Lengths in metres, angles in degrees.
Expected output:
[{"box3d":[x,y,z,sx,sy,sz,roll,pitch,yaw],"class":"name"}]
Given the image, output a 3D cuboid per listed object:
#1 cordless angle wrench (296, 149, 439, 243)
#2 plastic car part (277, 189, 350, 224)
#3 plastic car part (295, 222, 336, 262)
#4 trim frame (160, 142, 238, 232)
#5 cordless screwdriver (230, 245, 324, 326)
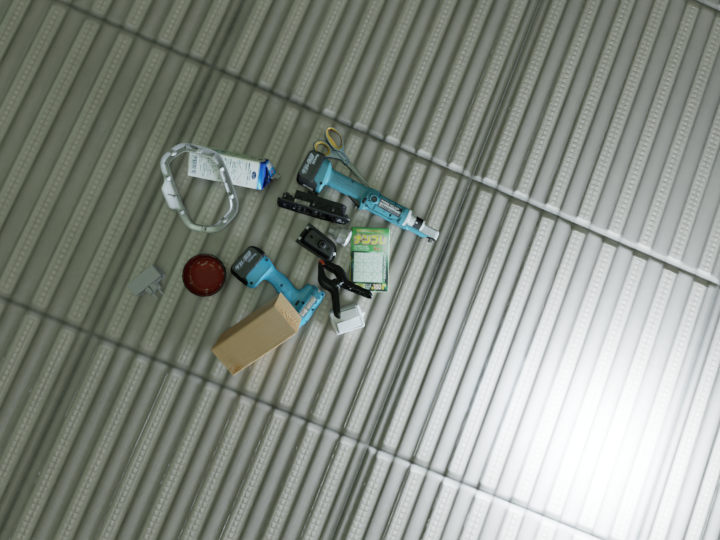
[{"box3d":[0.029,-0.191,1.161,0.420,0.075,0.098,27,85,-4],"class":"cordless angle wrench"},{"box3d":[-0.123,-0.175,1.153,0.202,0.066,0.068,20,68,-2],"class":"plastic car part"},{"box3d":[-0.112,-0.073,1.141,0.117,0.071,0.066,36,85,1],"class":"plastic car part"},{"box3d":[-0.422,-0.209,1.102,0.186,0.028,0.240,-10,116,8],"class":"trim frame"},{"box3d":[-0.236,0.056,1.124,0.246,0.075,0.159,36,86,-5],"class":"cordless screwdriver"}]
